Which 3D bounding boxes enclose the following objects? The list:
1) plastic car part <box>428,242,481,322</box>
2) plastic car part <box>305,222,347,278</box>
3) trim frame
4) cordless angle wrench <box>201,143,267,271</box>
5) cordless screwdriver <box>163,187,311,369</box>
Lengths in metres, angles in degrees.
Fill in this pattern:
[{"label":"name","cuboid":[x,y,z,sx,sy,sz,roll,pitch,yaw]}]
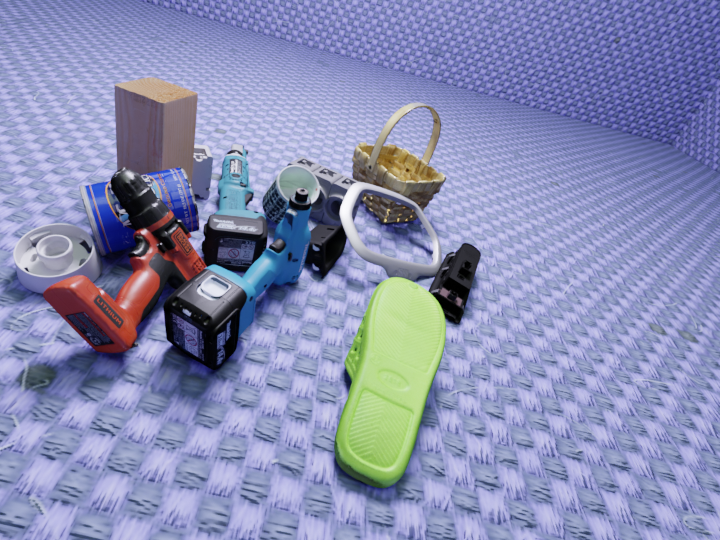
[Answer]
[{"label":"plastic car part","cuboid":[0.173,0.005,0.749,0.068,0.066,0.201,26,32,9]},{"label":"plastic car part","cuboid":[-0.072,-0.047,0.733,0.073,0.064,0.116,10,29,14]},{"label":"trim frame","cuboid":[0.060,-0.069,0.763,0.236,0.028,0.190,12,56,-37]},{"label":"cordless angle wrench","cuboid":[-0.238,-0.155,0.805,0.095,0.073,0.442,4,34,-19]},{"label":"cordless screwdriver","cuboid":[-0.139,-0.003,0.552,0.076,0.157,0.246,26,37,10]}]
